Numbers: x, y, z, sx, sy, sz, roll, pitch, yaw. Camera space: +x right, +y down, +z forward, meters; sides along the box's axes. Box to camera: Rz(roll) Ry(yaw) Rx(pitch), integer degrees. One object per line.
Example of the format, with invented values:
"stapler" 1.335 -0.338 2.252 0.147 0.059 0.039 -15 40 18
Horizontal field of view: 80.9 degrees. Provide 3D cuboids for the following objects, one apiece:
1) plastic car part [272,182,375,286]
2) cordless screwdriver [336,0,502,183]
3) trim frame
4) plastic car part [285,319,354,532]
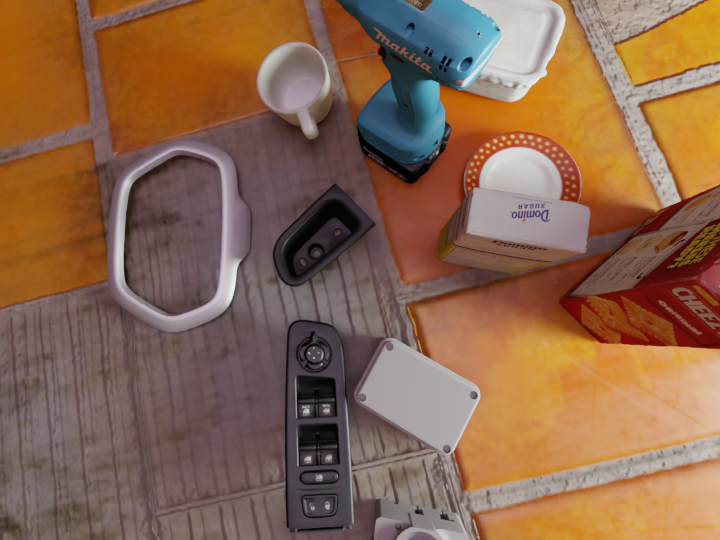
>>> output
"plastic car part" -0.048 -0.031 0.489 0.116 0.069 0.067 -43 81 -3
"cordless screwdriver" 0.030 -0.188 0.422 0.162 0.244 0.074 39 85 8
"trim frame" -0.231 -0.049 0.536 0.186 0.027 0.251 -3 79 6
"plastic car part" -0.045 0.155 0.454 0.067 0.066 0.205 -4 79 3
